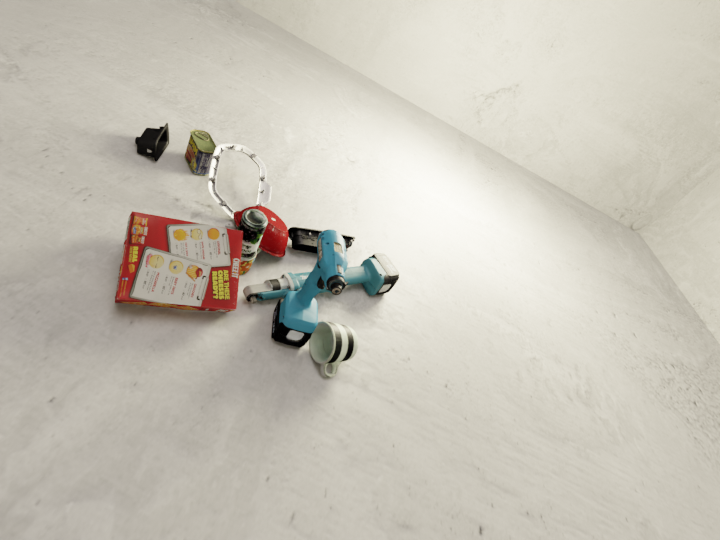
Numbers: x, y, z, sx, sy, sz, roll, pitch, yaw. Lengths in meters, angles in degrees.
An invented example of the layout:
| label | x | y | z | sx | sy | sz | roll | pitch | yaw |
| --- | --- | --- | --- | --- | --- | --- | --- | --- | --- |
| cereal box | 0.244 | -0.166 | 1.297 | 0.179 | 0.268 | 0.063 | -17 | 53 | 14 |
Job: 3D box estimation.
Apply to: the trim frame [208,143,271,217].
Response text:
| label | x | y | z | sx | sy | sz | roll | pitch | yaw |
| --- | --- | --- | --- | --- | --- | --- | --- | --- | --- |
| trim frame | -0.319 | -0.241 | 1.135 | 0.174 | 0.028 | 0.256 | 26 | 49 | -37 |

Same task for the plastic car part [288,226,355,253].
| label | x | y | z | sx | sy | sz | roll | pitch | yaw |
| --- | --- | --- | --- | --- | --- | --- | --- | --- | --- |
| plastic car part | -0.110 | -0.072 | 1.121 | 0.193 | 0.068 | 0.068 | 13 | 70 | -33 |

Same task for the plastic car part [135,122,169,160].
| label | x | y | z | sx | sy | sz | roll | pitch | yaw |
| --- | --- | --- | --- | --- | --- | --- | --- | --- | --- |
| plastic car part | -0.565 | -0.347 | 1.137 | 0.070 | 0.065 | 0.120 | 10 | 42 | -6 |

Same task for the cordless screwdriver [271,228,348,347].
| label | x | y | z | sx | sy | sz | roll | pitch | yaw |
| --- | --- | --- | --- | --- | --- | --- | --- | --- | --- |
| cordless screwdriver | -0.096 | 0.056 | 0.818 | 0.072 | 0.248 | 0.165 | 19 | 33 | -21 |

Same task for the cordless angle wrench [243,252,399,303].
| label | x | y | z | sx | sy | sz | roll | pitch | yaw |
| --- | --- | --- | --- | --- | --- | --- | --- | --- | --- |
| cordless angle wrench | -0.088 | 0.026 | 1.018 | 0.405 | 0.074 | 0.103 | -7 | 51 | -38 |
